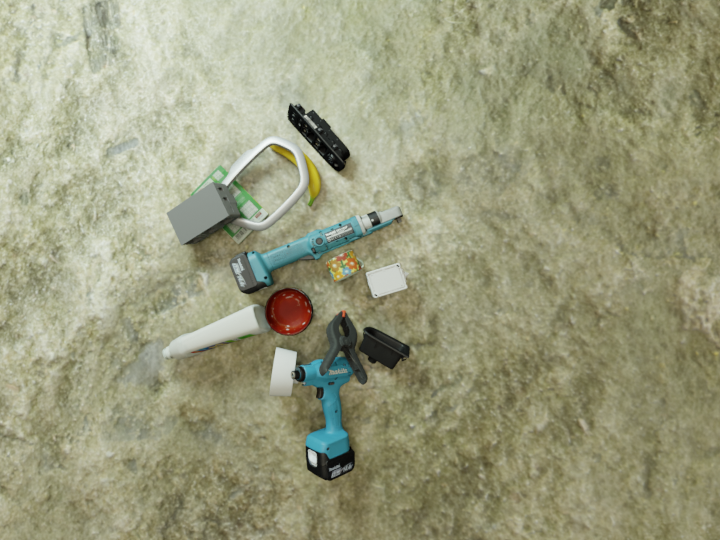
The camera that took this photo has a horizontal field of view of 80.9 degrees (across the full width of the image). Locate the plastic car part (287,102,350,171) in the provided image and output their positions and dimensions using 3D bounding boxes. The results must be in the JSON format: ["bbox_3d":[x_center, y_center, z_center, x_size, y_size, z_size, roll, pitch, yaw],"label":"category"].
[{"bbox_3d":[-0.096,-0.329,1.038,0.066,0.067,0.205,-34,83,-27],"label":"plastic car part"}]

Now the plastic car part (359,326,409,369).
[{"bbox_3d":[0.048,0.187,0.986,0.118,0.065,0.070,25,102,7],"label":"plastic car part"}]

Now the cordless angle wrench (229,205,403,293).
[{"bbox_3d":[-0.099,-0.065,1.009,0.422,0.074,0.099,-23,86,-1],"label":"cordless angle wrench"}]

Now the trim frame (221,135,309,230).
[{"bbox_3d":[-0.236,-0.209,1.022,0.249,0.027,0.186,-45,84,7],"label":"trim frame"}]

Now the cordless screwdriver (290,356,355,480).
[{"bbox_3d":[-0.086,0.323,0.936,0.151,0.078,0.250,4,84,-40],"label":"cordless screwdriver"}]
